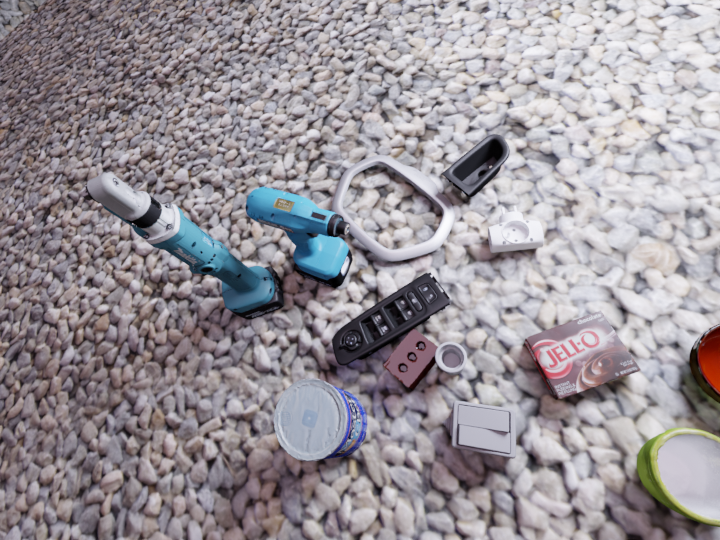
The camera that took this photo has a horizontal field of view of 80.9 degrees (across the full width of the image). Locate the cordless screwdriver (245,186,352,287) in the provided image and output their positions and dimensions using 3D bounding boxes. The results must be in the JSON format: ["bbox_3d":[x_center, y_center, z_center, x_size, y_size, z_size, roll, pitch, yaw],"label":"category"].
[{"bbox_3d":[-0.067,-0.044,0.682,0.166,0.238,0.075,19,74,22],"label":"cordless screwdriver"}]

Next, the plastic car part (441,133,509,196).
[{"bbox_3d":[0.211,-0.175,0.746,0.116,0.068,0.069,-40,63,-2],"label":"plastic car part"}]

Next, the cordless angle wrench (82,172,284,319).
[{"bbox_3d":[-0.234,-0.022,0.634,0.099,0.404,0.077,-20,65,6],"label":"cordless angle wrench"}]

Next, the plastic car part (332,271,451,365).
[{"bbox_3d":[0.045,0.085,0.687,0.203,0.064,0.069,-31,63,3],"label":"plastic car part"}]

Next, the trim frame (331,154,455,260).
[{"bbox_3d":[0.057,-0.122,0.797,0.184,0.026,0.261,-44,61,-4],"label":"trim frame"}]
